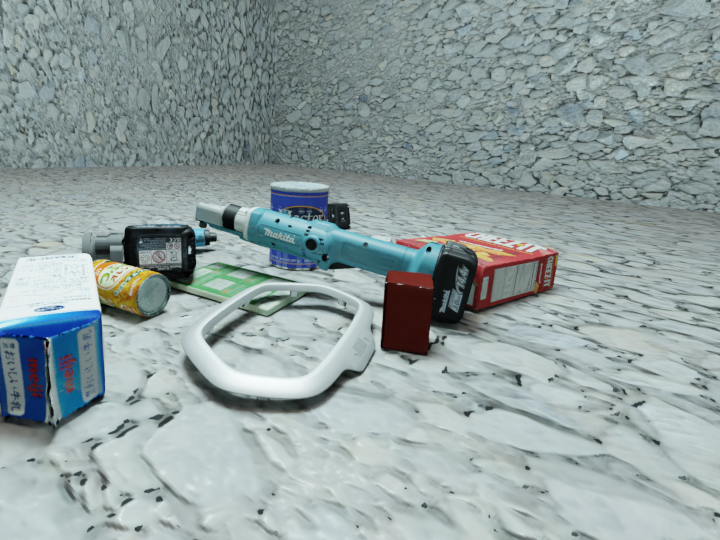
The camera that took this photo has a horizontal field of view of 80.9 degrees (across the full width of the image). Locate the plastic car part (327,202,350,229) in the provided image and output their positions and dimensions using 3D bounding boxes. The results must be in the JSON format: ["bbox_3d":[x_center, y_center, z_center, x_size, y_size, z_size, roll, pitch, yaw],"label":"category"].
[{"bbox_3d":[-0.128,-0.133,1.051,0.196,0.066,0.070,-5,8,-26],"label":"plastic car part"}]

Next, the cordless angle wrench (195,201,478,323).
[{"bbox_3d":[-0.059,-0.039,0.604,0.437,0.097,0.073,17,16,18],"label":"cordless angle wrench"}]

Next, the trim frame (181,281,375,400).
[{"bbox_3d":[-0.077,0.063,0.461,0.190,0.027,0.245,11,19,15],"label":"trim frame"}]

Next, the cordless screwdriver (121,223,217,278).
[{"bbox_3d":[-0.302,-0.043,0.691,0.154,0.074,0.259,-4,10,-24],"label":"cordless screwdriver"}]
